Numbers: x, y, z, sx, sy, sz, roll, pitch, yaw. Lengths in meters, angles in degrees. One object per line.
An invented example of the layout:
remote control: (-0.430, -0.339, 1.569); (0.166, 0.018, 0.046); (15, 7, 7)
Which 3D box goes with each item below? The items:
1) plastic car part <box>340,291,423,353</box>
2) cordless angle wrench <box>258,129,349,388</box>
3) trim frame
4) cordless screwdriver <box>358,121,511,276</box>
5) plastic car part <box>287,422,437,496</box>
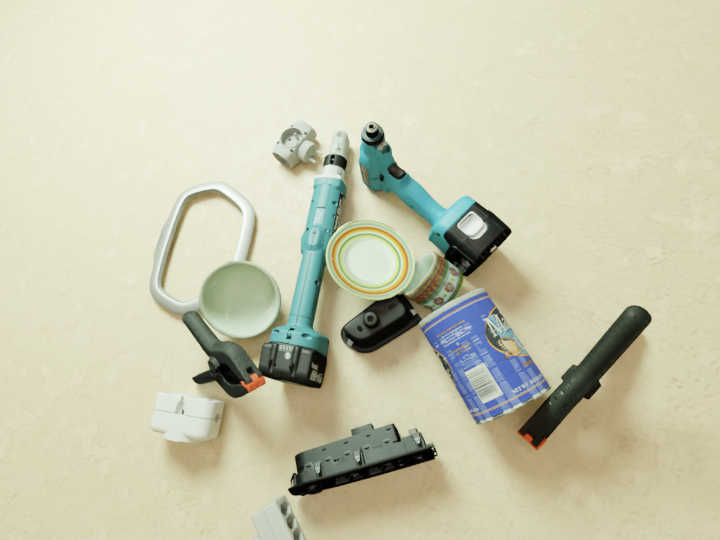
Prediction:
plastic car part: (0.024, 0.072, 0.610); (0.116, 0.068, 0.068); (-33, 68, -4)
cordless angle wrench: (-0.065, -0.042, 0.662); (0.076, 0.094, 0.429); (4, 69, 14)
trim frame: (-0.280, -0.045, 0.741); (0.188, 0.026, 0.251); (6, 74, 13)
cordless screwdriver: (0.093, -0.109, 0.613); (0.074, 0.154, 0.258); (-44, 71, -6)
plastic car part: (-0.006, 0.247, 0.560); (0.204, 0.063, 0.070); (-23, 60, 3)
